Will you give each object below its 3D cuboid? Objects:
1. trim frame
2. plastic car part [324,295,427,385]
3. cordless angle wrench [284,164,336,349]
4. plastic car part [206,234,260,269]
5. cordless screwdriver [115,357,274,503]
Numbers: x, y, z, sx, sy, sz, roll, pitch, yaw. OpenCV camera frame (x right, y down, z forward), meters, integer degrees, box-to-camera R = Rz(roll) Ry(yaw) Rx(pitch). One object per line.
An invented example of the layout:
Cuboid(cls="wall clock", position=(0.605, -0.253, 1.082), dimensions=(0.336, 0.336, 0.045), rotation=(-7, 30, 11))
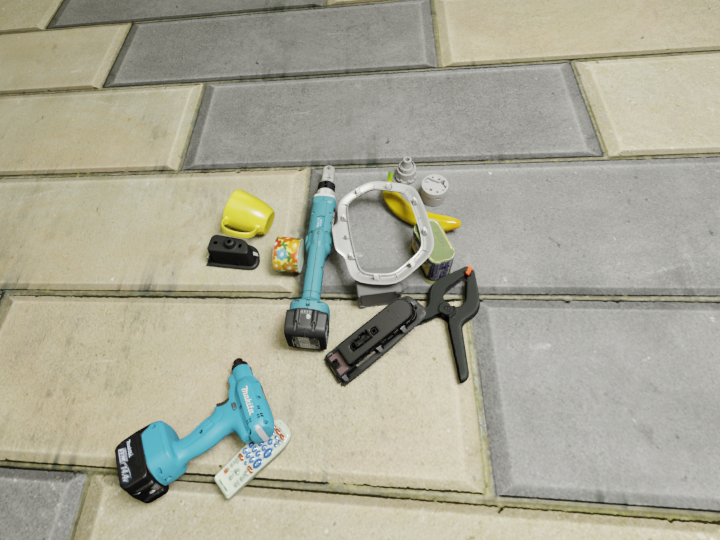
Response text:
Cuboid(cls="trim frame", position=(0.037, -0.083, 0.817), dimensions=(0.187, 0.026, 0.257), rotation=(-16, 57, 11))
Cuboid(cls="plastic car part", position=(0.023, 0.112, 0.748), dimensions=(0.203, 0.064, 0.070), rotation=(-37, 55, -2))
Cuboid(cls="cordless angle wrench", position=(-0.084, -0.055, 0.863), dimensions=(0.075, 0.095, 0.433), rotation=(3, 58, 2))
Cuboid(cls="plastic car part", position=(-0.273, -0.045, 0.891), dimensions=(0.119, 0.068, 0.067), rotation=(6, 64, 13))
Cuboid(cls="cordless screwdriver", position=(-0.279, 0.260, 0.717), dimensions=(0.246, 0.071, 0.168), rotation=(-27, 44, -10))
